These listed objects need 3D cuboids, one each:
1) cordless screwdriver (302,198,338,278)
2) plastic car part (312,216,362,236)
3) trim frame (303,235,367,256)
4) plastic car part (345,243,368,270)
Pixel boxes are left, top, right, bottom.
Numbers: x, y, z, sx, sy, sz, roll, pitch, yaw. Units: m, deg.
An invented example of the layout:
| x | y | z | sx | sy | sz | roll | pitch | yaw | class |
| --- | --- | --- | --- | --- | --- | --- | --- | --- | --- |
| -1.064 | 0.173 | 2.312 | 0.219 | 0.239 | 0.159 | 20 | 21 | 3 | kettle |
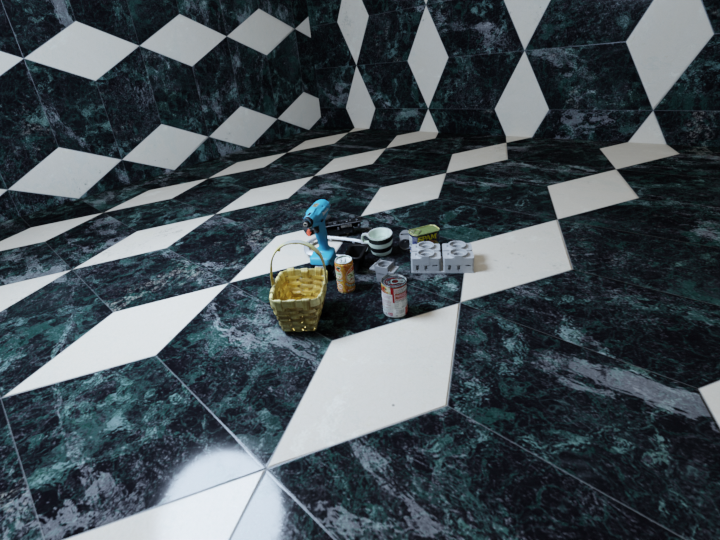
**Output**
| x | y | z | sx | sy | sz | roll | pitch | yaw | class |
| --- | --- | --- | --- | --- | --- | --- | --- | --- | --- |
| -0.130 | -0.085 | 1.329 | 0.077 | 0.241 | 0.159 | 2 | 28 | 17 | cordless screwdriver |
| -0.091 | -0.166 | 1.653 | 0.205 | 0.065 | 0.068 | -5 | 27 | 6 | plastic car part |
| -0.093 | -0.087 | 1.548 | 0.258 | 0.027 | 0.183 | 5 | 31 | 24 | trim frame |
| -0.013 | -0.037 | 1.391 | 0.068 | 0.069 | 0.117 | 0 | 29 | 14 | plastic car part |
